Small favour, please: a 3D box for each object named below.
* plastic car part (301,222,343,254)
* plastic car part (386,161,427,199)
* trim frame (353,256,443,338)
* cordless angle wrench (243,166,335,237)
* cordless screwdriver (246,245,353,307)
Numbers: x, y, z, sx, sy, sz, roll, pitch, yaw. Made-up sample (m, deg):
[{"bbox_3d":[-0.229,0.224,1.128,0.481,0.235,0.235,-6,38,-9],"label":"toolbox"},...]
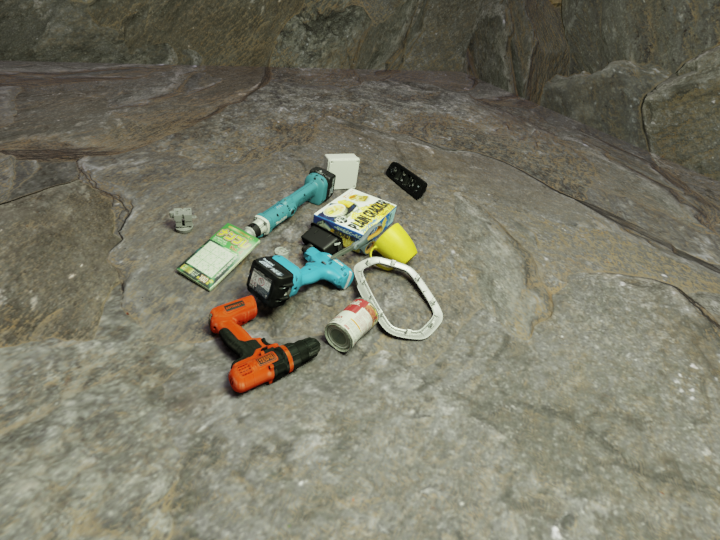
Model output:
[{"bbox_3d":[-0.108,-0.070,1.101,0.123,0.063,0.070,29,54,31],"label":"plastic car part"},{"bbox_3d":[0.167,-0.321,1.476,0.064,0.065,0.215,-6,37,-36],"label":"plastic car part"},{"bbox_3d":[0.082,0.053,0.964,0.178,0.027,0.261,-7,47,-22],"label":"trim frame"},{"bbox_3d":[-0.212,-0.174,1.195,0.077,0.096,0.417,26,43,16],"label":"cordless angle wrench"},{"bbox_3d":[-0.146,-0.003,0.953,0.168,0.073,0.238,35,28,31],"label":"cordless screwdriver"}]
